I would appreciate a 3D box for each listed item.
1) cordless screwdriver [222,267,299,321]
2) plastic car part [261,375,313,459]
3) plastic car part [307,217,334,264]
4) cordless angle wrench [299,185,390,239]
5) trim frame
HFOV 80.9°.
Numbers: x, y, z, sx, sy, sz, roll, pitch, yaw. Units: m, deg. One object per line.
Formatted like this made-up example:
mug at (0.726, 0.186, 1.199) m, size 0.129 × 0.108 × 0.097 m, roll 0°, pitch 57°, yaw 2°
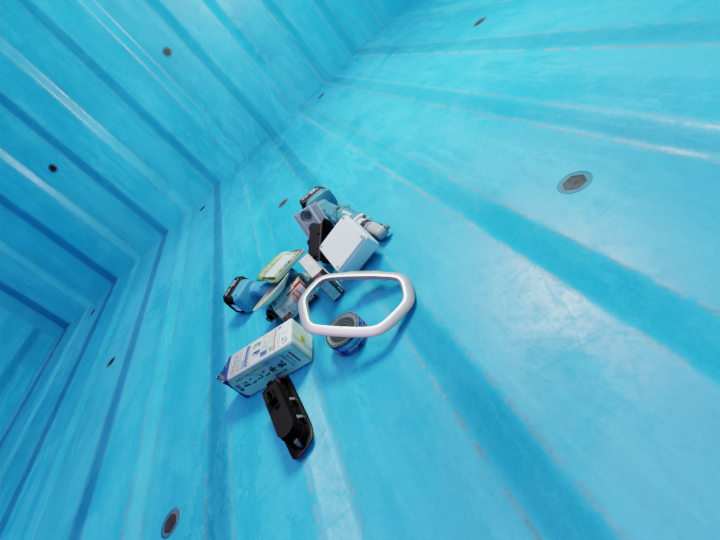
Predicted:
cordless screwdriver at (-0.287, 0.078, 1.182) m, size 0.259 × 0.071 × 0.160 m, roll -10°, pitch 45°, yaw 39°
plastic car part at (-0.145, 0.264, 0.803) m, size 0.066 × 0.064 × 0.213 m, roll -41°, pitch 32°, yaw -8°
plastic car part at (-0.107, -0.070, 1.095) m, size 0.073 × 0.062 × 0.119 m, roll -14°, pitch 69°, yaw 35°
cordless angle wrench at (-0.049, -0.153, 1.177) m, size 0.097 × 0.071 × 0.445 m, roll -42°, pitch 33°, yaw -9°
trim frame at (-0.014, 0.061, 0.849) m, size 0.258 × 0.026 × 0.186 m, roll -4°, pitch 44°, yaw 26°
